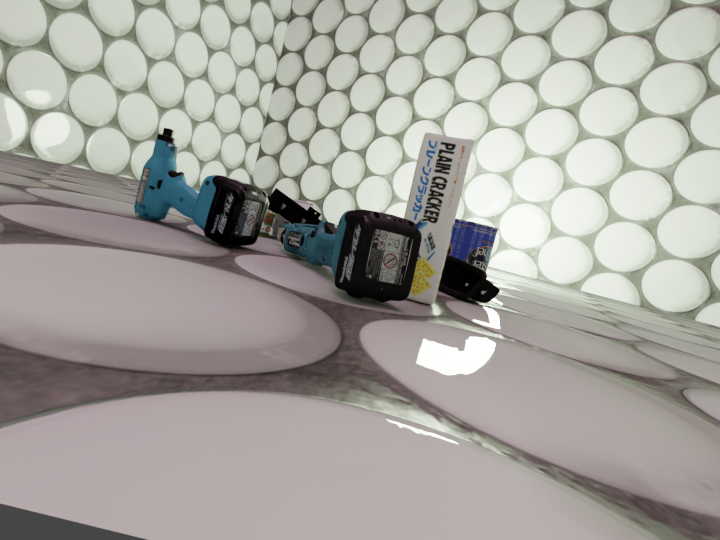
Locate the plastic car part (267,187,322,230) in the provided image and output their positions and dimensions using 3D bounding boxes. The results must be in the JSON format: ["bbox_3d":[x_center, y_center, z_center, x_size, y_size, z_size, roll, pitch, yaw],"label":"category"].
[{"bbox_3d":[-0.133,-0.118,0.945,0.199,0.067,0.068,32,10,-11],"label":"plastic car part"}]

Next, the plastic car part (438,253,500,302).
[{"bbox_3d":[0.183,0.024,0.713,0.067,0.066,0.122,27,2,-30],"label":"plastic car part"}]

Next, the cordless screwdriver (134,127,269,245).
[{"bbox_3d":[-0.264,-0.137,0.684,0.261,0.158,0.071,19,7,28],"label":"cordless screwdriver"}]

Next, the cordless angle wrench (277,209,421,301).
[{"bbox_3d":[-0.063,-0.041,0.641,0.071,0.098,0.440,12,3,-26],"label":"cordless angle wrench"}]
